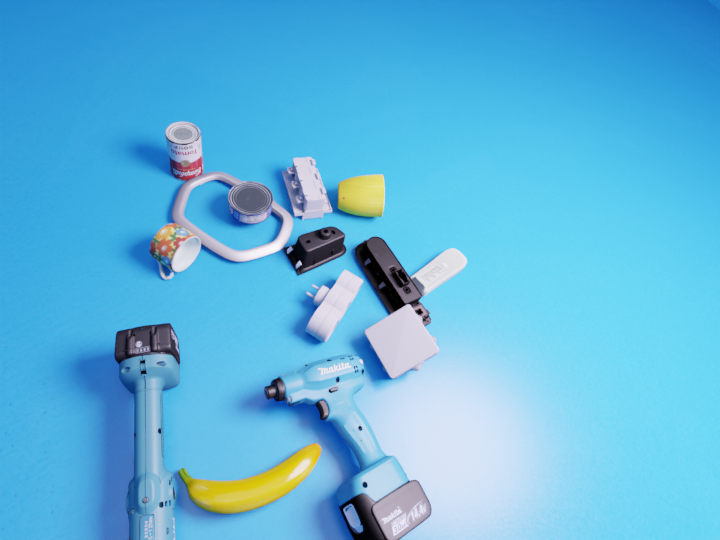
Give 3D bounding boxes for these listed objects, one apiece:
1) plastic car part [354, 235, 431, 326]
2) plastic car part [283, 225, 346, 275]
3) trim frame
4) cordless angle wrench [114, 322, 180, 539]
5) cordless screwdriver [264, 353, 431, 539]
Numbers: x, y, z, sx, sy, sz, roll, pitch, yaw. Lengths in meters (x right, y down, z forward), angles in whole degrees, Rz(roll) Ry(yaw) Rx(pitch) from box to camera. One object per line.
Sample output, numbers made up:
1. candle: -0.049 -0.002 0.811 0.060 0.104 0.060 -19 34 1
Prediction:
1. plastic car part: 0.056 0.014 0.784 0.065 0.065 0.212 -24 60 -18
2. plastic car part: -0.078 -0.051 0.796 0.114 0.070 0.068 -24 66 -22
3. trim frame: -0.251 -0.111 0.833 0.255 0.027 0.183 30 56 13
4. cordless angle wrench: -0.258 0.278 0.522 0.073 0.096 0.439 -8 61 -15
5. cordless screwdriver: -0.026 0.242 0.584 0.153 0.074 0.260 -7 53 -32
